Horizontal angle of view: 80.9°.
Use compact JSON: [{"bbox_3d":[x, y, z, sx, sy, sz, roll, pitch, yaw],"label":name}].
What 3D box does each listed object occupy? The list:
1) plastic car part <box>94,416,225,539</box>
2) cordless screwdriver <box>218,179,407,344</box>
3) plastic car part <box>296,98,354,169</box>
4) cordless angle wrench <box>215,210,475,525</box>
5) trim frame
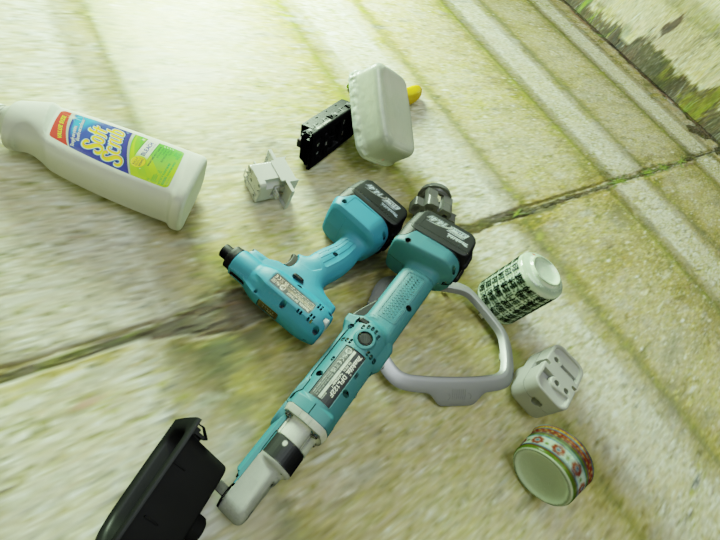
[{"bbox_3d":[-0.160,0.195,0.360,0.069,0.068,0.117,40,50,-18],"label":"plastic car part"},{"bbox_3d":[-0.055,-0.036,0.565,0.162,0.074,0.246,36,53,8],"label":"cordless screwdriver"},{"bbox_3d":[-0.051,-0.248,0.731,0.070,0.064,0.200,24,46,22],"label":"plastic car part"},{"bbox_3d":[0.000,0.087,0.486,0.101,0.073,0.419,32,57,15],"label":"cordless angle wrench"},{"bbox_3d":[0.111,0.091,0.588,0.239,0.027,0.191,6,54,-25],"label":"trim frame"}]
